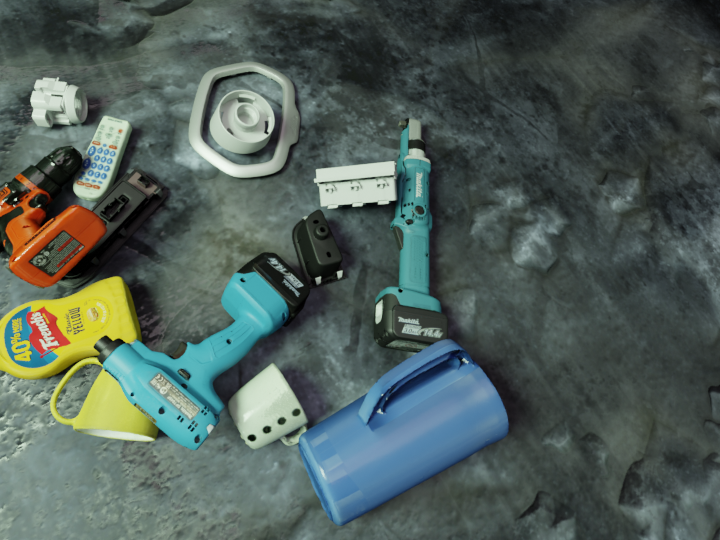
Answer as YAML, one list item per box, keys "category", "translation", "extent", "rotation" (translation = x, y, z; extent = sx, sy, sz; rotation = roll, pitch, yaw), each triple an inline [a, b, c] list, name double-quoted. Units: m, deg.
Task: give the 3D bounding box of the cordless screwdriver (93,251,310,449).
- category: "cordless screwdriver"
  translation: [-0.183, 0.069, 0.528]
  extent: [0.160, 0.075, 0.247]
  rotation: [38, 48, 0]

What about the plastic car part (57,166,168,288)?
- category: "plastic car part"
  translation: [-0.356, -0.063, 0.592]
  extent: [0.064, 0.069, 0.203]
  rotation: [40, 67, -20]

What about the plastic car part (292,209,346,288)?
- category: "plastic car part"
  translation: [-0.063, -0.041, 0.643]
  extent: [0.064, 0.071, 0.119]
  rotation: [-15, 76, -22]

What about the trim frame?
- category: "trim frame"
  translation: [-0.196, -0.266, 0.732]
  extent: [0.181, 0.027, 0.254]
  rotation: [6, 65, -9]

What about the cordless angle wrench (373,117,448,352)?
- category: "cordless angle wrench"
  translation: [0.085, -0.086, 0.697]
  extent: [0.096, 0.074, 0.432]
  rotation: [9, 64, -10]
